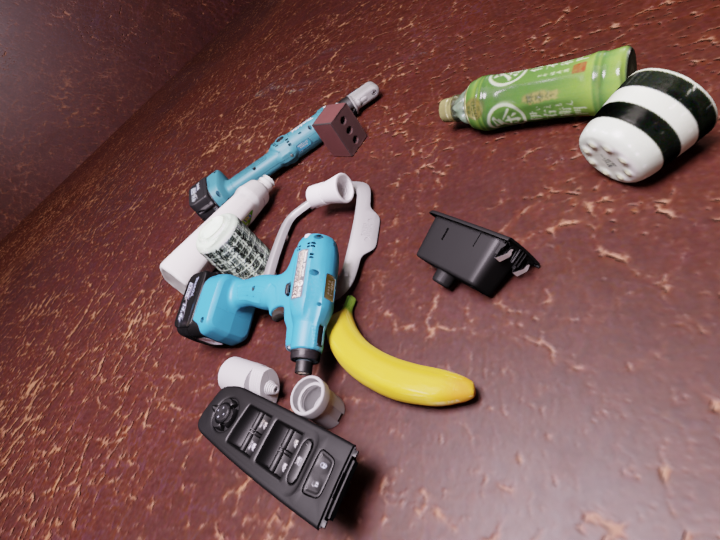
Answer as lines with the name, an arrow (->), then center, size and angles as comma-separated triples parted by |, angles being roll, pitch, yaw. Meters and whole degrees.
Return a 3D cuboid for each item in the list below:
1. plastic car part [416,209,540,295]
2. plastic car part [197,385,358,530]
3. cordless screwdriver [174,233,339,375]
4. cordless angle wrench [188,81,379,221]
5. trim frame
plastic car part -> 0.107, -0.012, 0.442 | 0.123, 0.062, 0.071 | 29, 89, 52
plastic car part -> -0.083, 0.168, 0.414 | 0.214, 0.063, 0.066 | 10, 67, 39
cordless screwdriver -> -0.135, 0.056, 0.532 | 0.258, 0.070, 0.163 | -15, 56, 35
cordless angle wrench -> -0.145, -0.236, 0.828 | 0.425, 0.070, 0.103 | -33, 41, 6
trim frame -> -0.060, -0.039, 0.616 | 0.190, 0.026, 0.253 | -14, 45, 29
